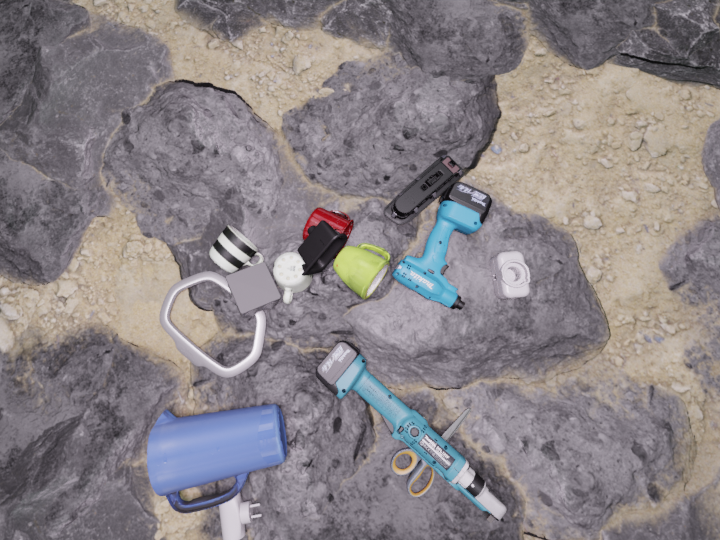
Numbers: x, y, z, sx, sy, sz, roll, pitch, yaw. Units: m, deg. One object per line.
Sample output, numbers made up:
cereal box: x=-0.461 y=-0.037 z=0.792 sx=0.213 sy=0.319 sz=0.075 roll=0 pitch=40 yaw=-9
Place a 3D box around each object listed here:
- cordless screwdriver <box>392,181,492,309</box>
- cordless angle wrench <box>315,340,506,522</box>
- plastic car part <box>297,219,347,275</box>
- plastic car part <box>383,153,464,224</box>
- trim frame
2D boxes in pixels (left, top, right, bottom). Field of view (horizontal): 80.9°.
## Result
cordless screwdriver: x=0.195 y=-0.051 z=0.892 sx=0.160 sy=0.074 sz=0.249 roll=31 pitch=85 yaw=3
cordless angle wrench: x=0.098 y=0.305 z=0.811 sx=0.433 sy=0.073 sz=0.098 roll=40 pitch=83 yaw=12
plastic car part: x=-0.082 y=-0.054 z=0.839 sx=0.074 sy=0.063 sz=0.117 roll=49 pitch=120 yaw=19
plastic car part: x=0.142 y=-0.178 z=0.928 sx=0.202 sy=0.067 sz=0.067 roll=-41 pitch=89 yaw=-3
trim frame: x=-0.316 y=0.113 z=0.907 sx=0.252 sy=0.027 sz=0.184 roll=36 pitch=81 yaw=8
